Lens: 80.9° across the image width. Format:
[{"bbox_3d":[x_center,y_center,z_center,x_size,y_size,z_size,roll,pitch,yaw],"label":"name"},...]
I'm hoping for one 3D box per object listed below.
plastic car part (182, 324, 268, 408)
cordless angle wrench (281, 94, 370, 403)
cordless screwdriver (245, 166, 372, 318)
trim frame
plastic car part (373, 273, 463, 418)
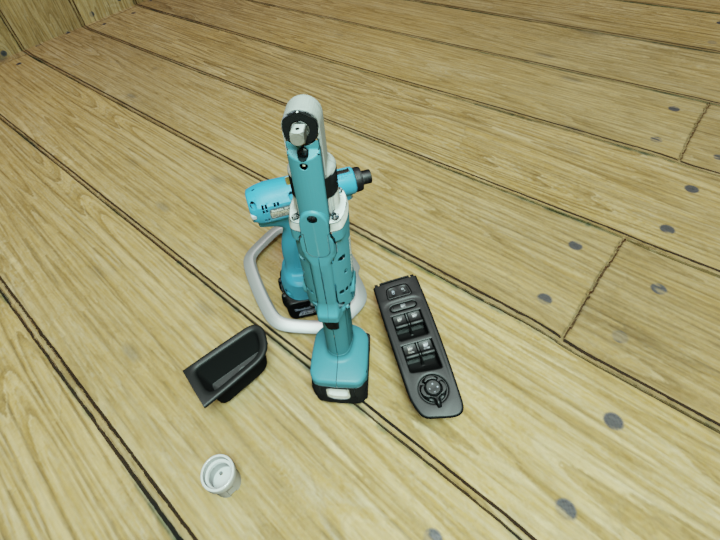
[{"bbox_3d":[-0.170,0.137,0.582,0.115,0.068,0.069,-35,55,-21],"label":"plastic car part"},{"bbox_3d":[-0.032,0.014,0.444,0.075,0.407,0.100,2,50,5],"label":"cordless angle wrench"},{"bbox_3d":[-0.059,-0.039,0.602,0.158,0.239,0.078,-14,50,-7],"label":"cordless screwdriver"},{"bbox_3d":[-0.094,0.004,0.711,0.182,0.026,0.262,-24,51,-12],"label":"trim frame"},{"bbox_3d":[0.075,0.106,0.575,0.066,0.064,0.212,-13,50,-5],"label":"plastic car part"}]
